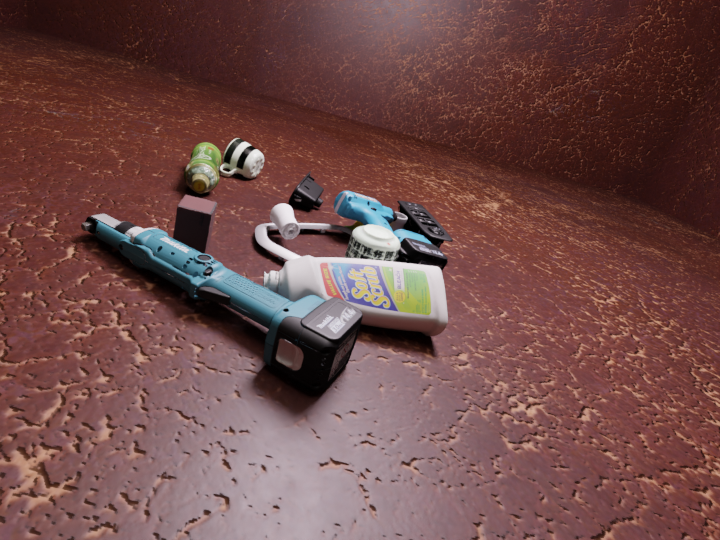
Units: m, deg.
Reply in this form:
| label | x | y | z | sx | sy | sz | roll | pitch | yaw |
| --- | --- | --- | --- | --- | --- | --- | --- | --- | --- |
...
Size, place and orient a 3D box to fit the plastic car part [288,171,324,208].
| label | x | y | z | sx | sy | sz | roll | pitch | yaw |
| --- | --- | --- | --- | --- | --- | --- | --- | --- | --- |
| plastic car part | -0.119 | -0.175 | 0.986 | 0.070 | 0.066 | 0.118 | 29 | 27 | -9 |

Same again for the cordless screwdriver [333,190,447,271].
| label | x | y | z | sx | sy | sz | roll | pitch | yaw |
| --- | --- | --- | --- | --- | --- | --- | --- | --- | --- |
| cordless screwdriver | 0.066 | -0.066 | 0.812 | 0.151 | 0.074 | 0.263 | 9 | 29 | -39 |

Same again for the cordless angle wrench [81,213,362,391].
| label | x | y | z | sx | sy | sz | roll | pitch | yaw |
| --- | --- | --- | --- | --- | --- | --- | --- | --- | --- |
| cordless angle wrench | -0.205 | 0.008 | 0.546 | 0.440 | 0.073 | 0.095 | 24 | 25 | 21 |

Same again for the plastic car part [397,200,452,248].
| label | x | y | z | sx | sy | sz | roll | pitch | yaw |
| --- | --- | --- | --- | --- | --- | --- | --- | --- | --- |
| plastic car part | 0.135 | -0.097 | 0.951 | 0.064 | 0.066 | 0.211 | 15 | 20 | -22 |

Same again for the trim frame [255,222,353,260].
| label | x | y | z | sx | sy | sz | roll | pitch | yaw |
| --- | --- | --- | --- | --- | --- | --- | --- | --- | --- |
| trim frame | -0.077 | -0.050 | 0.786 | 0.238 | 0.027 | 0.195 | -5 | 33 | -34 |
